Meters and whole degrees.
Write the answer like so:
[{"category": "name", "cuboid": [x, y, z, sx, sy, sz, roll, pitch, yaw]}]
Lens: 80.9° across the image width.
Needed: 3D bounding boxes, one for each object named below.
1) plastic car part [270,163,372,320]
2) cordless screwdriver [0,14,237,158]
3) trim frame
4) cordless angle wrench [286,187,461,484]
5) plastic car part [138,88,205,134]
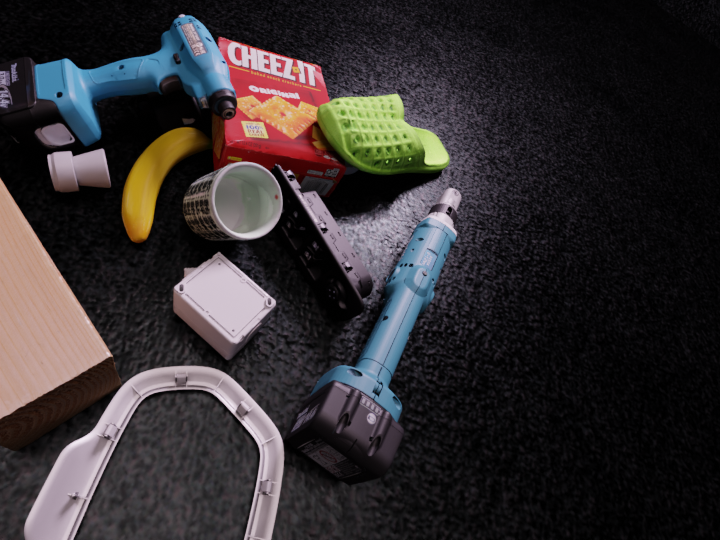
[{"category": "plastic car part", "cuboid": [-0.050, -0.033, 0.510, 0.064, 0.067, 0.210, -9, 62, -46]}, {"category": "cordless screwdriver", "cuboid": [-0.272, -0.200, 0.487, 0.246, 0.072, 0.165, -25, 66, -12]}, {"category": "trim frame", "cuboid": [-0.160, 0.197, 0.341, 0.182, 0.027, 0.253, 17, 56, -7]}, {"category": "cordless angle wrench", "cuboid": [0.056, 0.023, 0.497, 0.074, 0.098, 0.422, 34, 50, -4]}, {"category": "plastic car part", "cuboid": [-0.264, -0.231, 0.570, 0.070, 0.065, 0.121, -23, 68, -14]}]
